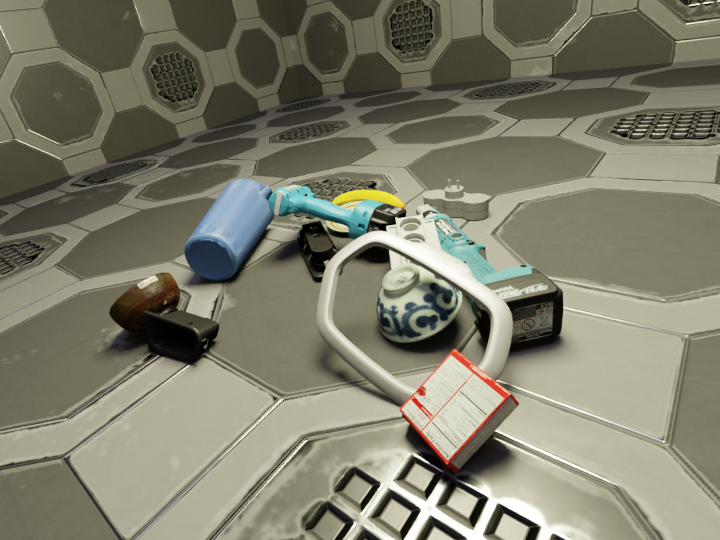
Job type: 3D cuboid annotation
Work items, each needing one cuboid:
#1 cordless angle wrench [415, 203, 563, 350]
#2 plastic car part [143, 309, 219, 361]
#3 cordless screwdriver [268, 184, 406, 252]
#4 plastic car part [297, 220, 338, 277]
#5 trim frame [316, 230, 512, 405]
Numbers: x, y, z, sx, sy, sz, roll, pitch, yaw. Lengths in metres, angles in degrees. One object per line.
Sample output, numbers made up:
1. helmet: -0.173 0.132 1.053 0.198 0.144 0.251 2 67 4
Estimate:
1. cordless angle wrench: 0.161 -0.032 0.687 0.098 0.072 0.437 -14 27 -3
2. plastic car part: -0.262 0.092 0.643 0.121 0.065 0.069 7 18 25
3. cordless screwdriver: -0.039 -0.116 0.826 0.256 0.073 0.157 17 21 14
4. plastic car part: -0.080 -0.053 0.822 0.065 0.065 0.212 -9 31 -12
5. trim frame: 0.053 0.049 0.512 0.262 0.026 0.184 33 84 32
